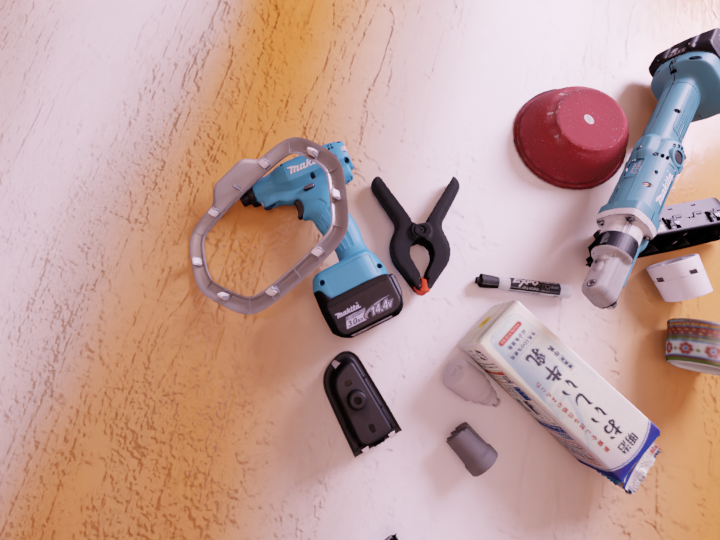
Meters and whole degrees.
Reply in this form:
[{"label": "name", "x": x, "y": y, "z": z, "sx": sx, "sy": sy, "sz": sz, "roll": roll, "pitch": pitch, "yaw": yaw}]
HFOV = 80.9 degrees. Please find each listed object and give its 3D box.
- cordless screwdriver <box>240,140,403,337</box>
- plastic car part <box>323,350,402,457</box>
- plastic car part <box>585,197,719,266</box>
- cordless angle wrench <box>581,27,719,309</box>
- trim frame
[{"label": "cordless screwdriver", "x": -0.053, "y": -0.035, "z": 0.545, "sx": 0.160, "sy": 0.072, "sz": 0.255, "roll": -23, "pitch": 74, "yaw": 5}, {"label": "plastic car part", "x": -0.003, "y": 0.156, "z": 0.499, "sx": 0.065, "sy": 0.070, "sz": 0.118, "roll": -27, "pitch": 82, "yaw": -9}, {"label": "plastic car part", "x": 0.396, "y": -0.054, "z": 0.555, "sx": 0.203, "sy": 0.064, "sz": 0.069, "roll": -7, "pitch": 54, "yaw": 0}, {"label": "cordless angle wrench", "x": 0.362, "y": -0.131, "z": 0.520, "sx": 0.095, "sy": 0.077, "sz": 0.422, "roll": 41, "pitch": 69, "yaw": -16}, {"label": "trim frame", "x": -0.123, "y": -0.058, "z": 0.531, "sx": 0.250, "sy": 0.026, "sz": 0.192, "roll": -41, "pitch": 66, "yaw": 14}]
